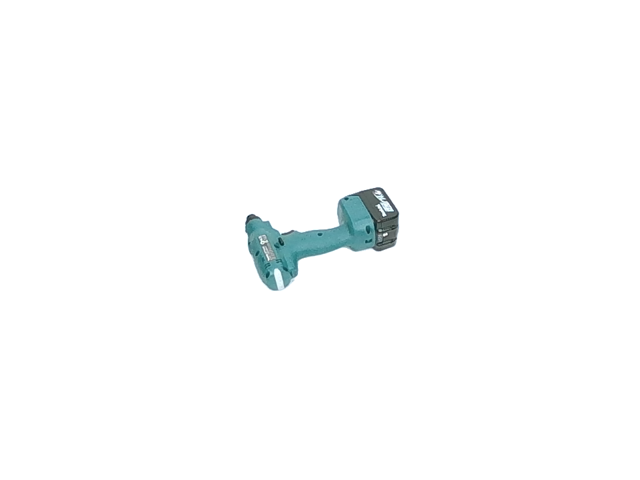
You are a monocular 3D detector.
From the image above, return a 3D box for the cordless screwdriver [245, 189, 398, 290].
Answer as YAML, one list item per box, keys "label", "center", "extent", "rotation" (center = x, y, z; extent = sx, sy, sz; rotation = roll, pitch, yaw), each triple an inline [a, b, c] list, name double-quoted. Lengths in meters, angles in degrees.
- label: "cordless screwdriver"
  center: [-0.002, -0.020, 0.726]
  extent: [0.248, 0.074, 0.159]
  rotation: [-20, 48, -12]
